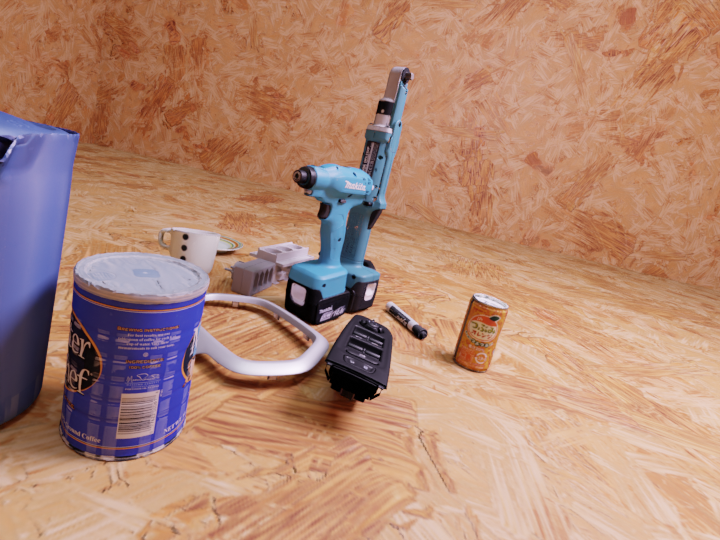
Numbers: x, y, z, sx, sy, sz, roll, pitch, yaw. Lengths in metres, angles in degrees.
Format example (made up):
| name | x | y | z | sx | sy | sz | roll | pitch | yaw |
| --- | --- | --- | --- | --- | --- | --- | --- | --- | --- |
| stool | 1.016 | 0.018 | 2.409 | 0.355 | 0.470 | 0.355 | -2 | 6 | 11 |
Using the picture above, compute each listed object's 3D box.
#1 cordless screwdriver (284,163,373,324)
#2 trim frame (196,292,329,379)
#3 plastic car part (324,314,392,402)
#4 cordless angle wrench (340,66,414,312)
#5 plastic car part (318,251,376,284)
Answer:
| name | x | y | z | sx | sy | sz | roll | pitch | yaw |
| --- | --- | --- | --- | --- | --- | --- | --- | --- | --- |
| cordless screwdriver | -0.065 | -0.042 | 0.660 | 0.078 | 0.246 | 0.152 | 22 | 15 | 34 |
| trim frame | -0.154 | 0.079 | 0.565 | 0.175 | 0.027 | 0.263 | -2 | 20 | -45 |
| plastic car part | 0.002 | 0.106 | 0.513 | 0.067 | 0.066 | 0.202 | 14 | 14 | 5 |
| cordless angle wrench | 0.016 | -0.137 | 0.743 | 0.103 | 0.419 | 0.071 | 22 | 15 | 33 |
| plastic car part | -0.037 | 0.004 | 0.861 | 0.115 | 0.070 | 0.067 | 11 | 13 | -7 |
